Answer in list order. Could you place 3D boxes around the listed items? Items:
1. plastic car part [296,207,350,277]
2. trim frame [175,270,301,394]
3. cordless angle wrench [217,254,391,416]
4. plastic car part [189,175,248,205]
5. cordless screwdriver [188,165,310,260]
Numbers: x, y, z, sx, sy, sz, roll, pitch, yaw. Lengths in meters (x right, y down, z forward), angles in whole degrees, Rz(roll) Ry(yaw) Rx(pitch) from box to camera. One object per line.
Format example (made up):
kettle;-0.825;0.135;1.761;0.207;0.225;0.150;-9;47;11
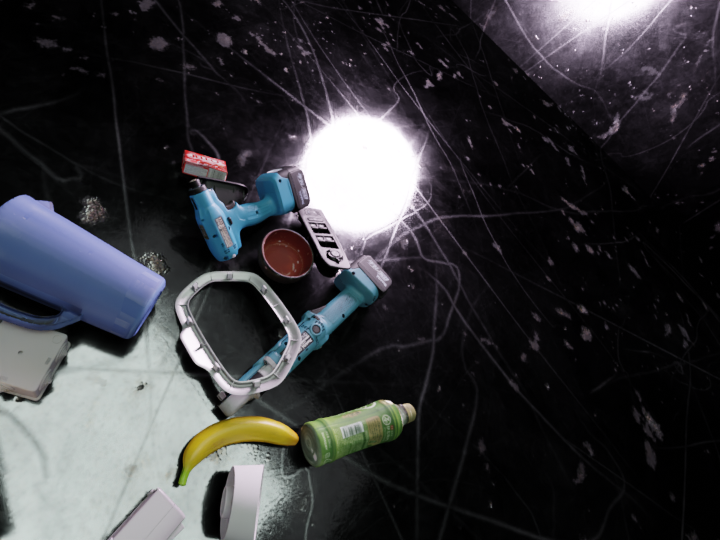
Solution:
plastic car part;-0.088;-0.057;0.896;0.063;0.067;0.214;9;32;-36
trim frame;-0.212;0.095;0.729;0.180;0.027;0.258;-28;64;-28
cordless angle wrench;-0.094;0.116;0.796;0.099;0.075;0.416;47;52;2
plastic car part;-0.285;-0.144;0.865;0.111;0.068;0.072;9;73;-31
cordless screwdriver;-0.219;-0.145;0.842;0.244;0.078;0.154;-40;122;-38
